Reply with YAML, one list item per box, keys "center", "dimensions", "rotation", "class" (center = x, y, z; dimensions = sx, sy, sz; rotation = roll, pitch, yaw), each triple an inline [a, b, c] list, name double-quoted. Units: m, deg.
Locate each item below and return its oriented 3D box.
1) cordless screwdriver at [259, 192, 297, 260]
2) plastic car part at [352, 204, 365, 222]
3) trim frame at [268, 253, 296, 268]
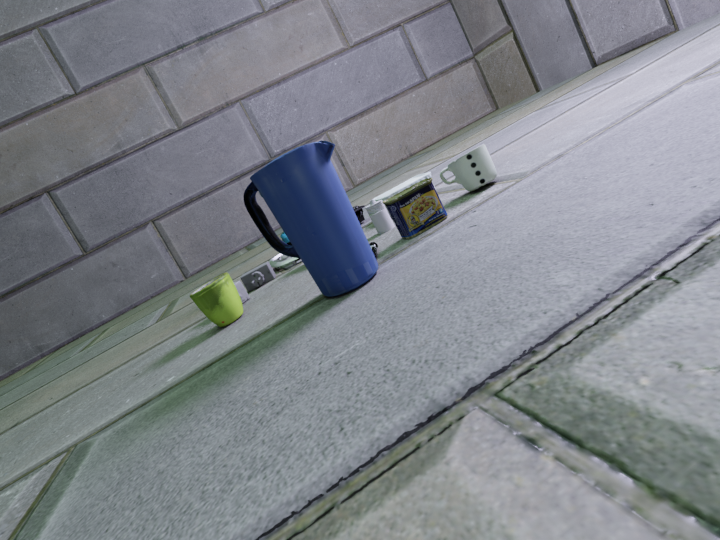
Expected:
- center: [-0.218, -0.151, 1.231]
  dimensions: [0.073, 0.245, 0.163]
  rotation: [-29, 10, -12]
  class: "cordless screwdriver"
- center: [-0.039, -0.145, 1.238]
  dimensions: [0.068, 0.066, 0.200]
  rotation: [-20, 15, 35]
  class: "plastic car part"
- center: [-0.195, -0.054, 1.292]
  dimensions: [0.181, 0.027, 0.256]
  rotation: [-32, 14, -17]
  class: "trim frame"
